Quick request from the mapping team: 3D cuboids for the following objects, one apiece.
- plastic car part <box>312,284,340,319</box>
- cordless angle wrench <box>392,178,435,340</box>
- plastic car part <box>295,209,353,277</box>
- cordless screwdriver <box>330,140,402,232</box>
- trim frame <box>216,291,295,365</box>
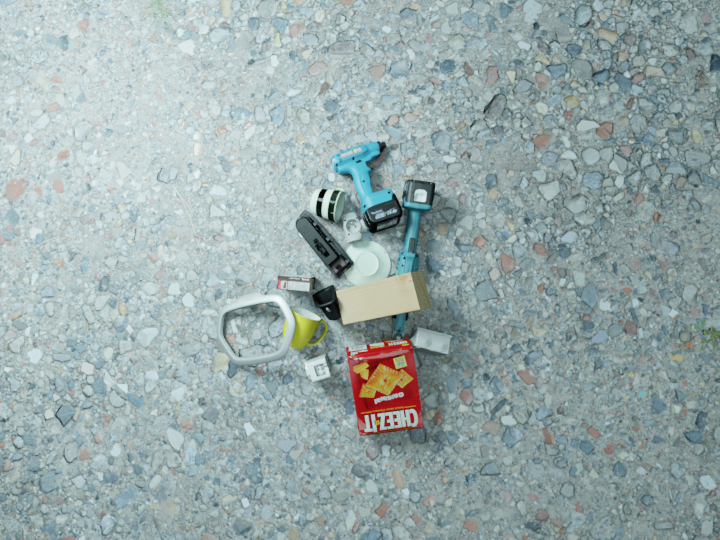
[{"bbox_3d":[-0.080,0.094,1.101,0.066,0.120,0.069,-28,110,0],"label":"plastic car part"},{"bbox_3d":[0.126,-0.023,1.114,0.075,0.097,0.423,9,88,1],"label":"cordless angle wrench"},{"bbox_3d":[-0.112,-0.073,1.140,0.067,0.065,0.208,-43,77,21],"label":"plastic car part"},{"bbox_3d":[0.039,-0.234,1.132,0.158,0.072,0.257,-24,70,-7],"label":"cordless screwdriver"},{"bbox_3d":[-0.276,0.151,1.102,0.256,0.026,0.186,-15,82,25],"label":"trim frame"}]
